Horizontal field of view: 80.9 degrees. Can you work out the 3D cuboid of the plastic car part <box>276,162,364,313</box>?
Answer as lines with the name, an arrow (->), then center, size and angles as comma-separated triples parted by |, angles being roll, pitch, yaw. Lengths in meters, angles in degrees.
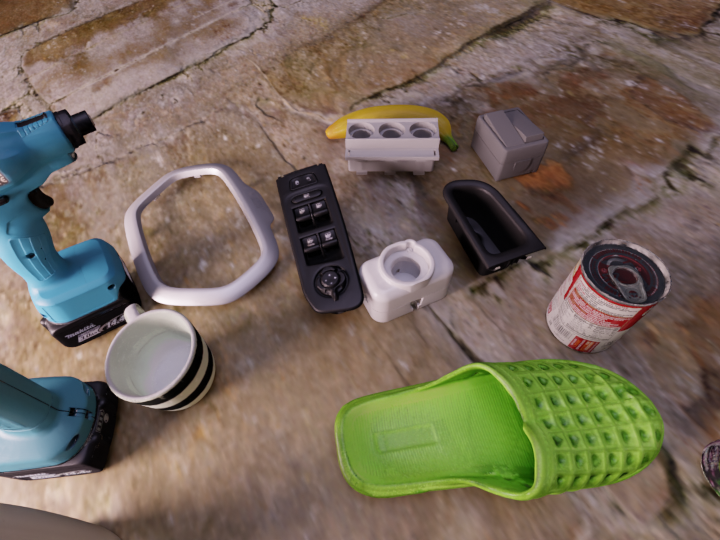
plastic car part -> -0.048, -0.032, 0.493 | 0.066, 0.065, 0.212 | -14, 54, -6

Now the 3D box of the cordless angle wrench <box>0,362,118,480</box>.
cordless angle wrench -> -0.285, 0.047, 0.250 | 0.098, 0.408, 0.077 | -6, 55, -3

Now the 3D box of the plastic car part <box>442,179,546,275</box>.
plastic car part -> 0.136, -0.042, 0.478 | 0.065, 0.068, 0.122 | -18, 55, -9

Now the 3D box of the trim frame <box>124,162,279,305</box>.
trim frame -> -0.207, -0.055, 0.552 | 0.182, 0.026, 0.261 | -28, 56, -13

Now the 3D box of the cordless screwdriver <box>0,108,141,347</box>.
cordless screwdriver -> -0.289, -0.033, 0.413 | 0.157, 0.240, 0.078 | -30, 59, -17
